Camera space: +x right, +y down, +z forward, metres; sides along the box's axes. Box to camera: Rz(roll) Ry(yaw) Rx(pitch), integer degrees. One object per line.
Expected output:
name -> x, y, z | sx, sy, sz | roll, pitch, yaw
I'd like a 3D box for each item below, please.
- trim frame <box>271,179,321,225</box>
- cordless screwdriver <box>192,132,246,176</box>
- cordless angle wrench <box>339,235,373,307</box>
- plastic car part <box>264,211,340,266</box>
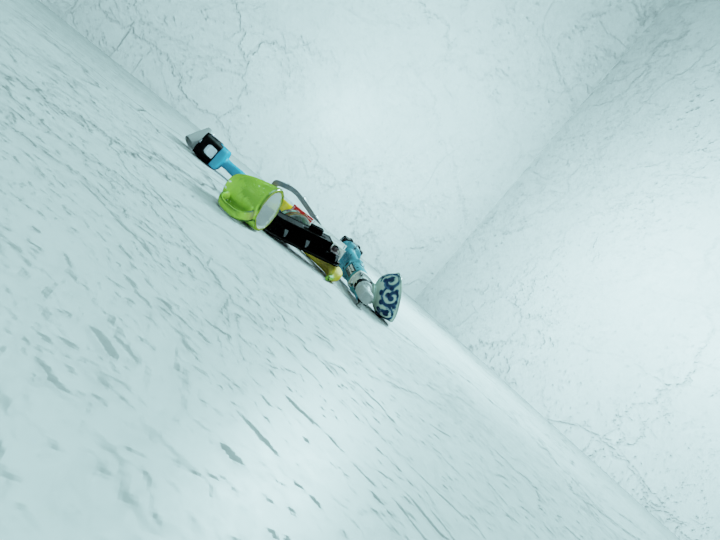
trim frame -> -0.214, -0.204, 1.418 | 0.193, 0.027, 0.239 | 3, -46, 53
cordless screwdriver -> -0.374, -0.292, 1.242 | 0.242, 0.074, 0.164 | 43, 2, -16
cordless angle wrench -> -0.018, 0.001, 1.109 | 0.072, 0.098, 0.434 | 42, 6, -17
plastic car part -> -0.126, -0.075, 0.933 | 0.195, 0.067, 0.069 | 22, 27, -22
